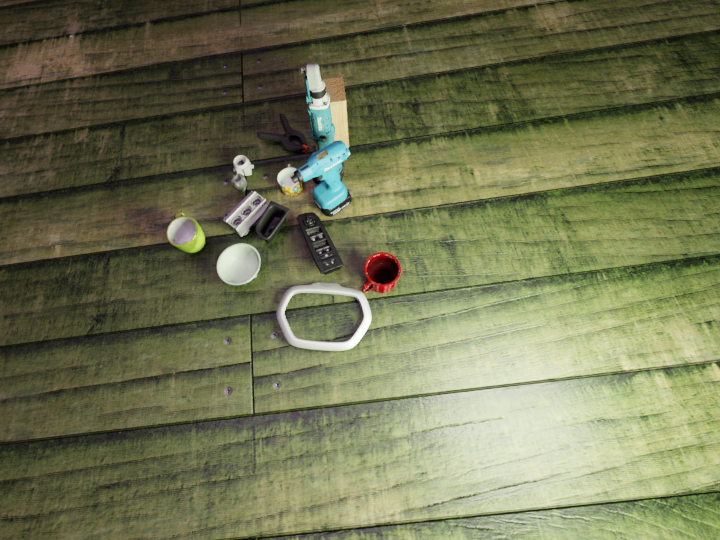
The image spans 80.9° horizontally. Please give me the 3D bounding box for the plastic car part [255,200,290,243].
[{"bbox_3d":[-0.251,-0.127,1.202,0.068,0.069,0.117,24,71,13],"label":"plastic car part"}]

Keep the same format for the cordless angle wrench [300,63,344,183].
[{"bbox_3d":[-0.100,-0.368,1.104,0.099,0.411,0.076,3,69,2],"label":"cordless angle wrench"}]

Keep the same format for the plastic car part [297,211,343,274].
[{"bbox_3d":[-0.114,-0.075,1.166,0.066,0.065,0.210,-24,66,-6],"label":"plastic car part"}]

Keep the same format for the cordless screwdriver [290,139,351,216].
[{"bbox_3d":[-0.102,-0.229,1.136,0.158,0.242,0.077,-34,72,-11],"label":"cordless screwdriver"}]

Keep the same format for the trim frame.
[{"bbox_3d":[-0.096,0.115,1.102,0.251,0.027,0.188,1,67,7],"label":"trim frame"}]
